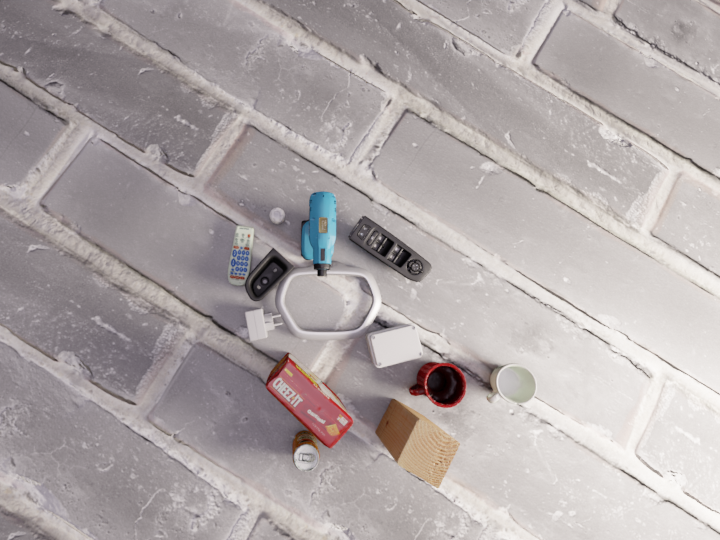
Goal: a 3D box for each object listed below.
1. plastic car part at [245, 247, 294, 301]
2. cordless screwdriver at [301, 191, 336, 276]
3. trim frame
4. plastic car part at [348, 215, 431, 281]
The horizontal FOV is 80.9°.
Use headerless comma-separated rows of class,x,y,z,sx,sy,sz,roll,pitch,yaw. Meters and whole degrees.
plastic car part,-0.213,0.016,0.961,0.066,0.071,0.116,42,80,0
cordless screwdriver,-0.087,-0.057,0.891,0.074,0.249,0.160,1,83,-8
trim frame,-0.074,0.068,0.983,0.247,0.027,0.186,-1,81,-4
plastic car part,0.068,-0.043,0.990,0.204,0.067,0.066,34,80,2
